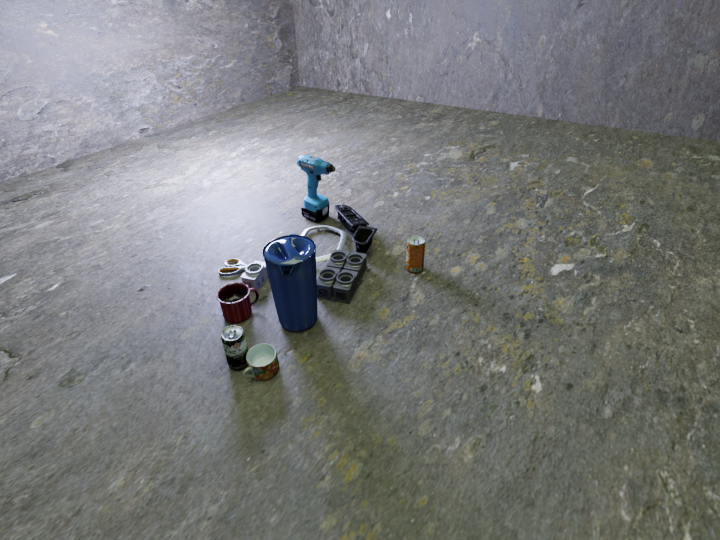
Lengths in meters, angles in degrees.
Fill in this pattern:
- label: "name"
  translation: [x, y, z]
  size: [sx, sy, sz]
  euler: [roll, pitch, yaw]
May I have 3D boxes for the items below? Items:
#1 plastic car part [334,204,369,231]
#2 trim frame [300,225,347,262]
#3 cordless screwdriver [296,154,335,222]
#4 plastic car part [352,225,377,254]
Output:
- label: "plastic car part"
  translation: [-0.038, -0.187, 1.547]
  size: [0.065, 0.065, 0.214]
  euler: [-15, 37, -17]
- label: "trim frame"
  translation: [-0.143, -0.093, 1.461]
  size: [0.187, 0.026, 0.252]
  euler: [2, 36, 9]
- label: "cordless screwdriver"
  translation: [-0.155, -0.299, 1.565]
  size: [0.168, 0.241, 0.073]
  euler: [23, 41, 32]
- label: "plastic car part"
  translation: [0.010, -0.091, 1.405]
  size: [0.068, 0.068, 0.117]
  euler: [9, 37, 16]
